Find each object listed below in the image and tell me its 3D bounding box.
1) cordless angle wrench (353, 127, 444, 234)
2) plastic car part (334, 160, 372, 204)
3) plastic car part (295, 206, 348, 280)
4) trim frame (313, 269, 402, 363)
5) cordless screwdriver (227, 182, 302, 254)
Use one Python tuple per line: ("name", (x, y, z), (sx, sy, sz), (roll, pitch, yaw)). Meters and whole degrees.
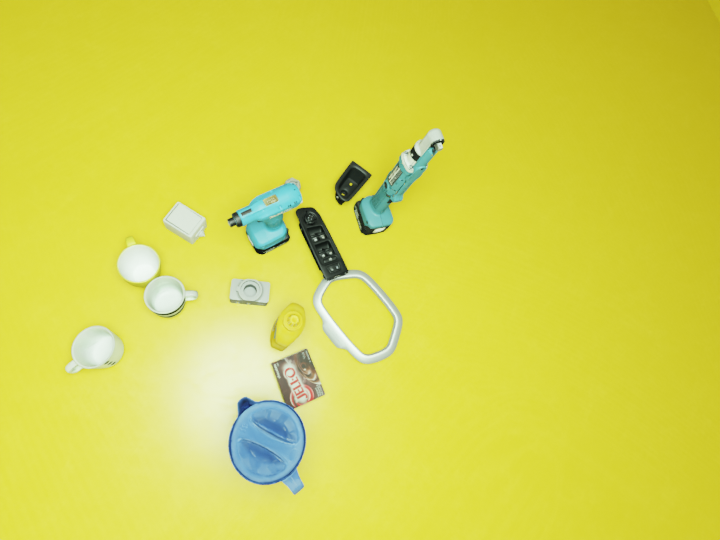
("cordless angle wrench", (0.081, -0.194, 0.954), (0.073, 0.424, 0.100), (-12, 79, -19))
("plastic car part", (-0.034, -0.222, 1.129), (0.066, 0.071, 0.116), (36, 69, -1))
("plastic car part", (-0.104, -0.068, 1.066), (0.065, 0.067, 0.207), (-21, 77, -19))
("trim frame", (-0.006, 0.109, 1.046), (0.182, 0.027, 0.252), (-38, 82, -20))
("cordless screwdriver", (-0.224, -0.104, 0.957), (0.156, 0.249, 0.075), (-28, 84, -20))
